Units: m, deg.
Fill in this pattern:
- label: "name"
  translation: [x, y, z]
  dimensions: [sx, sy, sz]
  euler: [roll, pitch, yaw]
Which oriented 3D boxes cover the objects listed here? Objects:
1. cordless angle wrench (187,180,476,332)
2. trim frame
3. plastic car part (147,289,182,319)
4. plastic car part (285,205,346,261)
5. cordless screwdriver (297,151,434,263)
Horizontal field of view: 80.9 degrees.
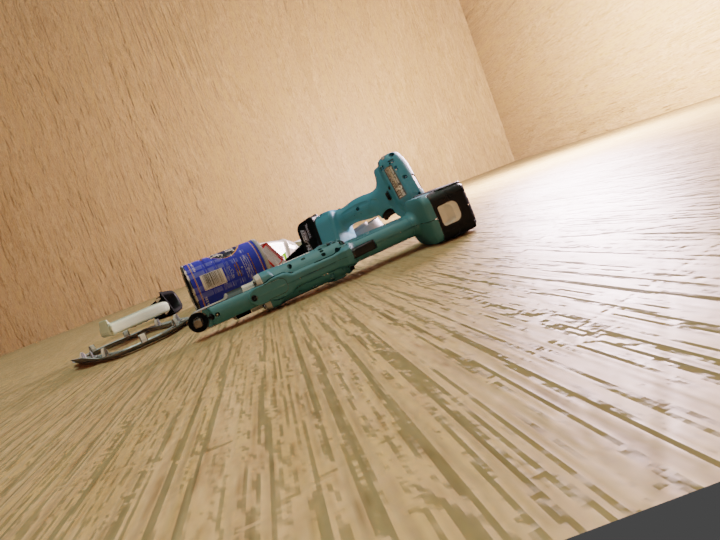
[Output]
- label: "cordless angle wrench"
  translation: [-0.039, -0.014, 0.599]
  dimensions: [0.417, 0.074, 0.100]
  euler: [-25, 7, -12]
- label: "trim frame"
  translation: [-0.416, 0.124, 0.762]
  dimensions: [0.258, 0.027, 0.179]
  euler: [-12, 13, 38]
- label: "plastic car part"
  translation: [-0.507, 0.095, 1.085]
  dimensions: [0.070, 0.065, 0.118]
  euler: [-36, 6, -10]
- label: "plastic car part"
  translation: [-0.089, -0.058, 0.913]
  dimensions: [0.204, 0.068, 0.065]
  euler: [-46, -9, 13]
- label: "cordless screwdriver"
  translation: [0.008, -0.082, 0.771]
  dimensions: [0.254, 0.163, 0.071]
  euler: [-33, -17, 30]
